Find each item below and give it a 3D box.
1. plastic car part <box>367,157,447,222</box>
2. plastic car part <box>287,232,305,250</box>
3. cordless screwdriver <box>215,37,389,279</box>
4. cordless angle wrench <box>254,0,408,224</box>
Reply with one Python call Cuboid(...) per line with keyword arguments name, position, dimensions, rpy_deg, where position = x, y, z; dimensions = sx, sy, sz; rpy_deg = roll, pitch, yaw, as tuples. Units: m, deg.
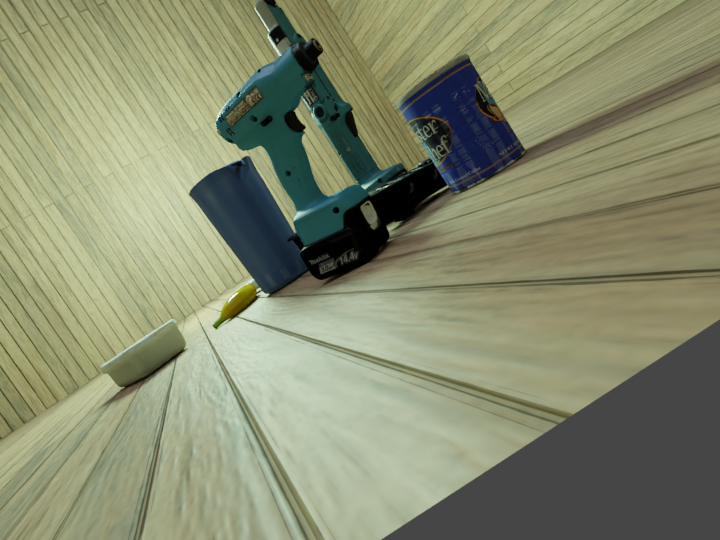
Cuboid(name="plastic car part", position=(0.065, -0.116, 0.623), dimensions=(0.199, 0.066, 0.068), rpy_deg=(-38, 8, -28))
Cuboid(name="plastic car part", position=(-0.067, -0.044, 0.687), dimensions=(0.065, 0.070, 0.119), rpy_deg=(-36, 8, -24))
Cuboid(name="cordless screwdriver", position=(-0.052, -0.123, 0.491), dimensions=(0.163, 0.247, 0.073), rpy_deg=(-30, 5, 34))
Cuboid(name="cordless angle wrench", position=(-0.052, -0.267, 0.703), dimensions=(0.100, 0.420, 0.073), rpy_deg=(-30, 4, 40))
